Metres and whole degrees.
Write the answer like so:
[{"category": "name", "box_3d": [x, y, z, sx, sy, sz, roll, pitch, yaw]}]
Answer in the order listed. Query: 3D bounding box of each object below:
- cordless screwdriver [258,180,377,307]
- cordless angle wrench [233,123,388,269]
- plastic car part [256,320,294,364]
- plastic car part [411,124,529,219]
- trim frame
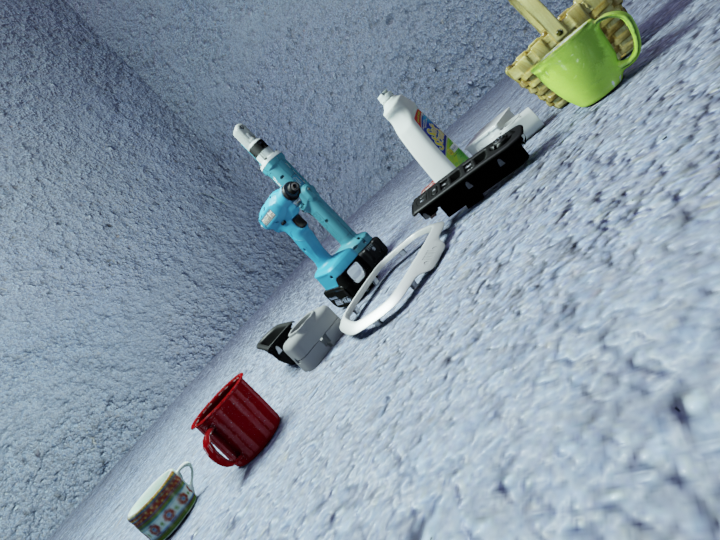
[{"category": "cordless screwdriver", "box_3d": [-0.075, -0.049, 0.769, 0.074, 0.247, 0.162, -46, 5, -29]}, {"category": "cordless angle wrench", "box_3d": [-0.121, -0.160, 0.918, 0.073, 0.420, 0.099, -46, 3, -30]}, {"category": "plastic car part", "box_3d": [-0.136, 0.138, 0.756, 0.065, 0.070, 0.119, -47, 8, -24]}, {"category": "plastic car part", "box_3d": [0.175, -0.141, 0.658, 0.205, 0.066, 0.066, -40, 7, 26]}, {"category": "trim frame", "box_3d": [0.051, 0.010, 0.646, 0.187, 0.027, 0.246, -34, 13, 48]}]
